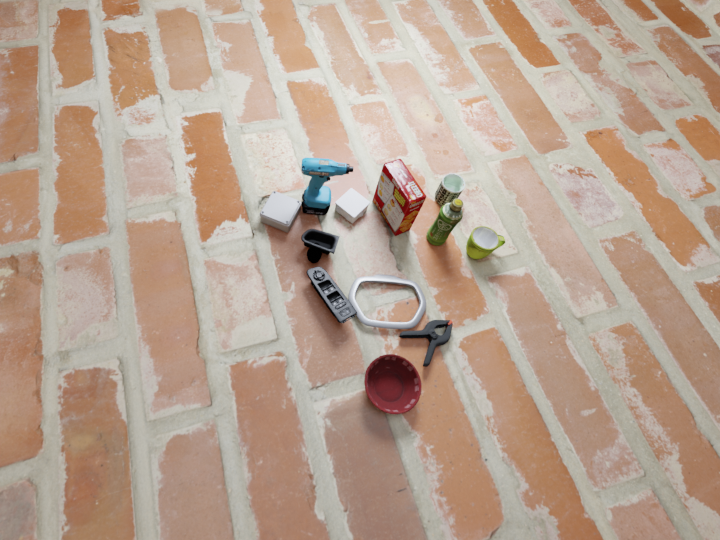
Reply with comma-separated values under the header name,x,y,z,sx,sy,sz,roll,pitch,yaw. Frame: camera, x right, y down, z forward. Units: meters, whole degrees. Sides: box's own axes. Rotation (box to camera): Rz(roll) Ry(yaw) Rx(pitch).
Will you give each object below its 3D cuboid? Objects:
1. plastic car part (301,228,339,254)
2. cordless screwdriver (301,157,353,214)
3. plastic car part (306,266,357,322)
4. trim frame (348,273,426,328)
name,x,y,z,sx,sy,sz,roll,pitch,yaw
plastic car part,-0.135,-0.088,1.378,0.117,0.069,0.067,17,63,3
cordless screwdriver,-0.116,-0.274,1.376,0.158,0.245,0.076,5,65,-6
plastic car part,-0.094,0.074,1.300,0.065,0.066,0.210,-29,69,-19
trim frame,0.085,0.094,1.325,0.247,0.027,0.189,2,63,-3
